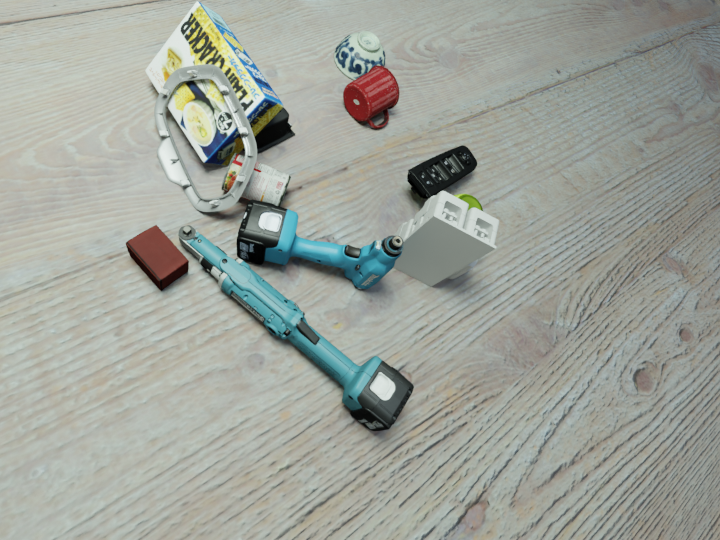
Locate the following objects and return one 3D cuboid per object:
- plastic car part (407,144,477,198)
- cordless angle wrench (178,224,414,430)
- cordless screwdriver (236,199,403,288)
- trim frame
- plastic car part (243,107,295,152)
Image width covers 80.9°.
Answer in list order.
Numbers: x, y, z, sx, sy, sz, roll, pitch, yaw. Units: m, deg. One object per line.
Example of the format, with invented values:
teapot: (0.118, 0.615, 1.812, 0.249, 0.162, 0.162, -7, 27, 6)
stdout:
plastic car part: (0.165, -0.194, 0.854, 0.199, 0.067, 0.068, -34, 76, -32)
cordless angle wrench: (-0.116, 0.072, 0.643, 0.428, 0.097, 0.074, 39, 61, 6)
cordless screwdriver: (-0.065, -0.042, 0.664, 0.245, 0.159, 0.075, 17, 65, -10)
trim frame: (-0.259, -0.215, 0.685, 0.027, 0.188, 0.250, -17, 81, -63)
plastic car part: (-0.175, -0.269, 0.779, 0.067, 0.071, 0.115, 48, 59, 3)
